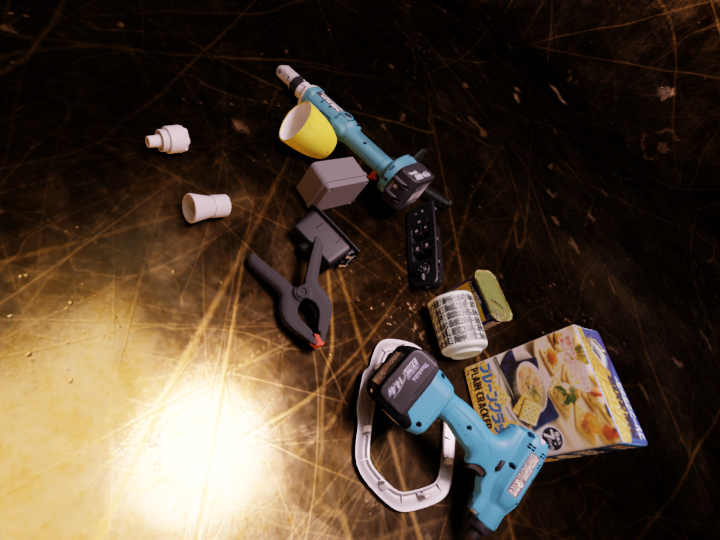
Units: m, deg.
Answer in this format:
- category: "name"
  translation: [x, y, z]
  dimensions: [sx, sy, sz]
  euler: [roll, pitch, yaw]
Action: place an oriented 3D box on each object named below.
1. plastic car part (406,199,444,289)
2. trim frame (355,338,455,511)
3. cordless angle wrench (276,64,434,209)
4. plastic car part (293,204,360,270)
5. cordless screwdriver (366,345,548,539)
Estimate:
- category: "plastic car part"
  translation: [0.130, -0.042, 0.839]
  dimensions: [0.063, 0.068, 0.208]
  euler: [47, 36, -38]
- category: "trim frame"
  translation: [0.071, 0.217, 0.630]
  dimensions: [0.180, 0.028, 0.252]
  euler: [29, 49, -13]
- category: "cordless angle wrench"
  translation: [-0.036, -0.298, 0.875]
  dimensions: [0.436, 0.074, 0.095]
  euler: [46, 39, 16]
- category: "plastic car part"
  translation: [-0.069, -0.045, 0.707]
  dimensions: [0.118, 0.066, 0.070]
  euler: [45, 60, 6]
- category: "cordless screwdriver"
  translation: [0.117, 0.228, 0.575]
  dimensions: [0.249, 0.074, 0.159]
  euler: [39, 78, 0]
